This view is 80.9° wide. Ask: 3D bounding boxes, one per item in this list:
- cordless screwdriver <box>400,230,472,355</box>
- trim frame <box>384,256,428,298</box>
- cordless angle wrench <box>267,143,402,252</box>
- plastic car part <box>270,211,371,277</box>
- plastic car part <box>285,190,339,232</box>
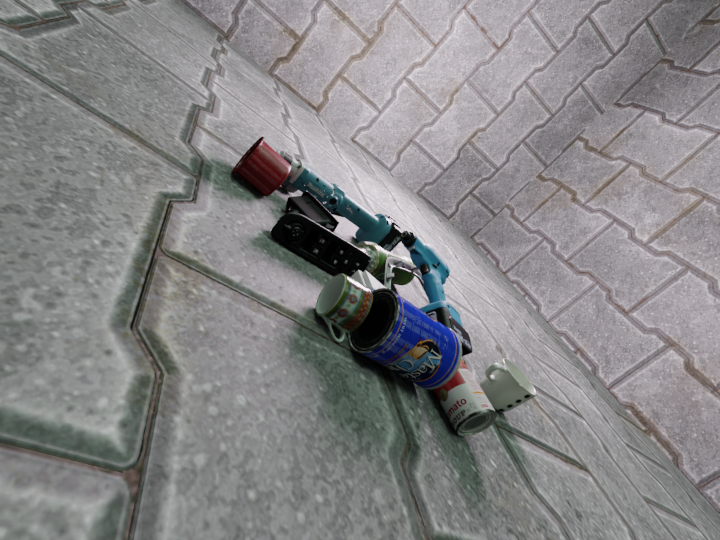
[{"bbox_3d":[0.136,0.042,0.833,0.151,0.076,0.256,43,32,-35],"label":"cordless screwdriver"},{"bbox_3d":[0.115,0.064,0.875,0.235,0.028,0.189,22,51,-55],"label":"trim frame"},{"bbox_3d":[-0.070,-0.168,0.971,0.402,0.098,0.078,33,20,-32],"label":"cordless angle wrench"},{"bbox_3d":[-0.075,-0.049,0.767,0.192,0.066,0.071,29,13,-35],"label":"plastic car part"},{"bbox_3d":[-0.111,-0.108,0.847,0.068,0.066,0.122,-9,49,-50],"label":"plastic car part"}]
